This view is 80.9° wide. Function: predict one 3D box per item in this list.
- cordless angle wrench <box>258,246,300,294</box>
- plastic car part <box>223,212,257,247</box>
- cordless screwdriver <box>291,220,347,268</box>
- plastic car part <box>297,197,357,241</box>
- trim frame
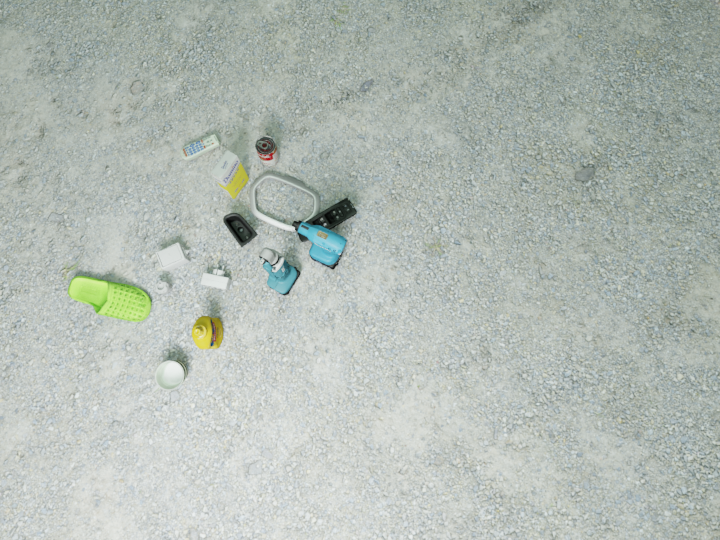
[{"bbox_3d":[-0.229,-0.006,1.163,0.075,0.418,0.098,30,79,1],"label":"cordless angle wrench"},{"bbox_3d":[-0.389,-0.133,1.374,0.065,0.070,0.119,-39,81,-8],"label":"plastic car part"},{"bbox_3d":[-0.124,-0.081,1.266,0.161,0.246,0.074,26,79,2],"label":"cordless screwdriver"},{"bbox_3d":[-0.113,-0.157,1.375,0.202,0.066,0.067,-29,81,-6],"label":"plastic car part"},{"bbox_3d":[-0.256,-0.232,1.416,0.251,0.027,0.185,22,78,6],"label":"trim frame"}]
